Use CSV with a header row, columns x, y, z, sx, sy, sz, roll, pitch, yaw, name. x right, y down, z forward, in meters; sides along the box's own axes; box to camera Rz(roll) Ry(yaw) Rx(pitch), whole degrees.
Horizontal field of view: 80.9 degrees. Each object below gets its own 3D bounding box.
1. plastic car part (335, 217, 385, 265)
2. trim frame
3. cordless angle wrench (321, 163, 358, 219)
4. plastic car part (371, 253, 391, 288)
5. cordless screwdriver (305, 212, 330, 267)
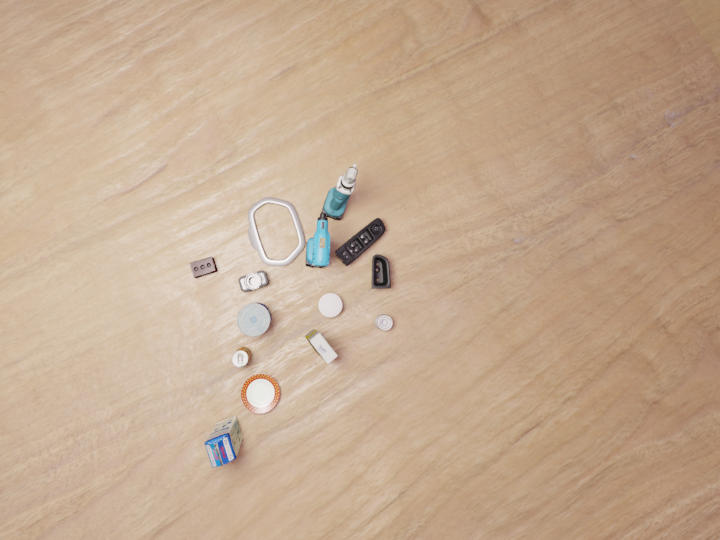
x,y,z,sx,sy,sz,roll,pitch,yaw,name
0.002,-0.100,1.464,0.202,0.067,0.066,-41,91,-8,plastic car part
-0.296,-0.136,1.464,0.182,0.027,0.250,-18,85,-7,trim frame
-0.058,-0.238,1.295,0.073,0.426,0.098,19,84,-8,cordless angle wrench
0.064,0.005,1.454,0.065,0.071,0.117,-1,84,-8,plastic car part
-0.133,-0.087,1.359,0.073,0.250,0.160,3,85,-9,cordless screwdriver
